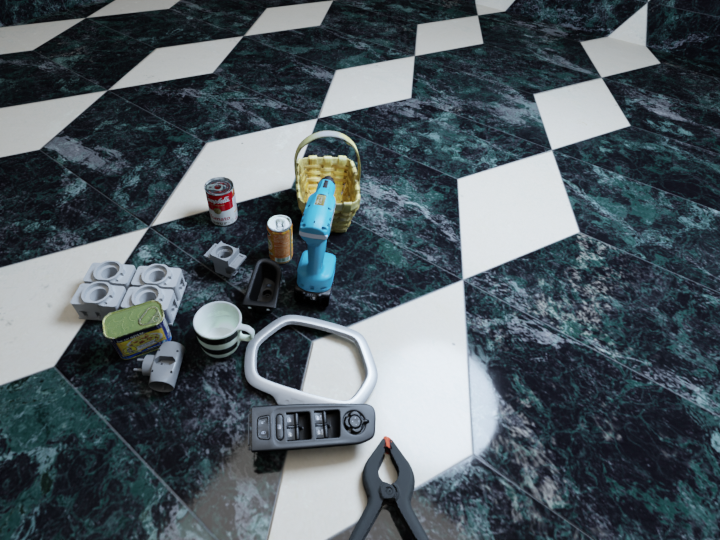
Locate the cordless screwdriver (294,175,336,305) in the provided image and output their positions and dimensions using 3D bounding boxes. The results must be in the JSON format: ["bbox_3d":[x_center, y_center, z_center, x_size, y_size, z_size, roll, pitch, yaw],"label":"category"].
[{"bbox_3d":[-0.081,-0.053,0.832,0.075,0.242,0.162,9,48,0],"label":"cordless screwdriver"}]

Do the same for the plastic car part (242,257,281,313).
[{"bbox_3d":[-0.192,0.041,0.858,0.066,0.069,0.119,5,48,-1],"label":"plastic car part"}]

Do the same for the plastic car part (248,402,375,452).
[{"bbox_3d":[-0.075,0.254,0.674,0.201,0.065,0.069,-3,49,-6],"label":"plastic car part"}]

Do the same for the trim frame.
[{"bbox_3d":[-0.092,0.169,0.776,0.253,0.027,0.186,12,49,8],"label":"trim frame"}]
